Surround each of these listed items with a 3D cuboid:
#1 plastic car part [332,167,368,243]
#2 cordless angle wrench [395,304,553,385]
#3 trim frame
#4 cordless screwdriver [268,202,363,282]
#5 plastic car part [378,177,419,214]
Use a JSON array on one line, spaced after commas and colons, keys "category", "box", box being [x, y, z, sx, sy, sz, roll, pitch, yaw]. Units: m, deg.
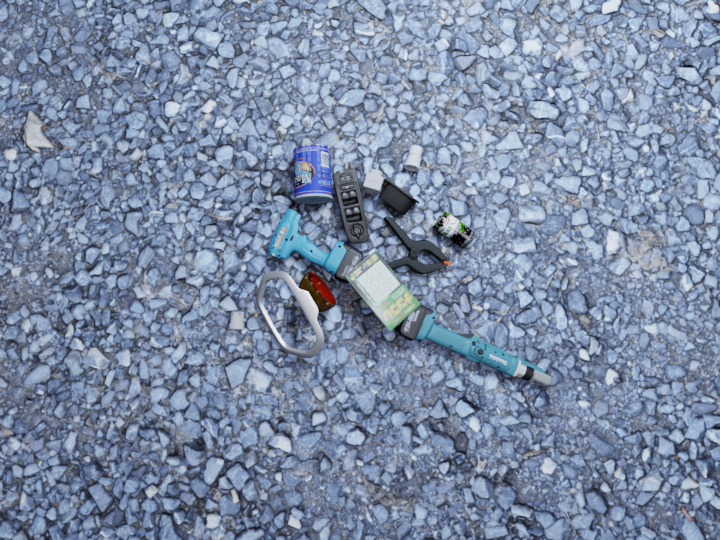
[{"category": "plastic car part", "box": [-0.028, -0.170, 1.148, 0.065, 0.068, 0.203, -13, 89, -10]}, {"category": "cordless angle wrench", "box": [0.303, 0.206, 1.107, 0.424, 0.074, 0.098, 24, 86, 1]}, {"category": "trim frame", "box": [-0.185, 0.115, 1.095, 0.188, 0.027, 0.251, -34, 82, 38]}, {"category": "cordless screwdriver", "box": [-0.111, -0.073, 1.139, 0.252, 0.073, 0.159, 22, 85, 6]}, {"category": "plastic car part", "box": [0.095, -0.195, 1.158, 0.117, 0.066, 0.071, 40, 101, 0]}]
